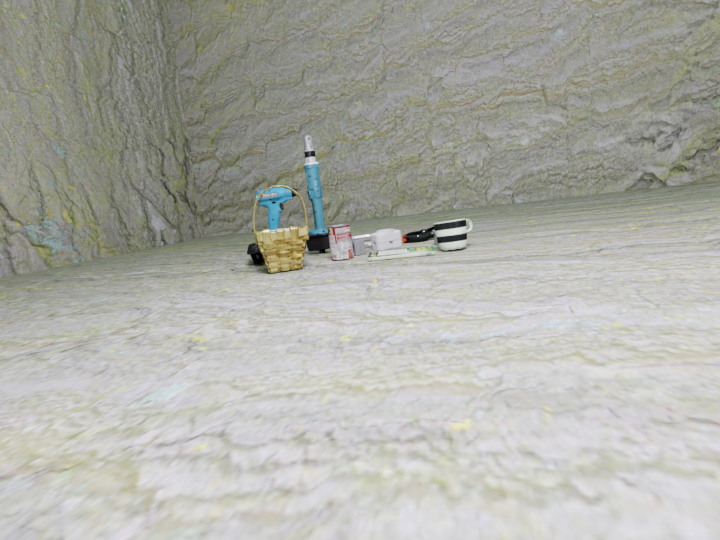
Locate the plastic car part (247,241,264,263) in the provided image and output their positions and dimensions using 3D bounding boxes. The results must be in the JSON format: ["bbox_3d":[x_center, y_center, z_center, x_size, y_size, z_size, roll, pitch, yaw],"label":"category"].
[{"bbox_3d":[-0.346,-0.059,1.425,0.065,0.066,0.207,-9,10,-10],"label":"plastic car part"}]

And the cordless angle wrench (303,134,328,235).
[{"bbox_3d":[-0.170,-0.289,1.573,0.072,0.419,0.102,-10,6,-24],"label":"cordless angle wrench"}]

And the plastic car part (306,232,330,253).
[{"bbox_3d":[-0.142,-0.093,1.453,0.122,0.070,0.064,-1,10,34],"label":"plastic car part"}]

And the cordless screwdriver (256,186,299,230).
[{"bbox_3d":[-0.287,-0.180,1.547,0.163,0.247,0.073,-5,6,15],"label":"cordless screwdriver"}]

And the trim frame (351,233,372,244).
[{"bbox_3d":[0.011,-0.108,1.546,0.189,0.027,0.244,-4,10,18],"label":"trim frame"}]
